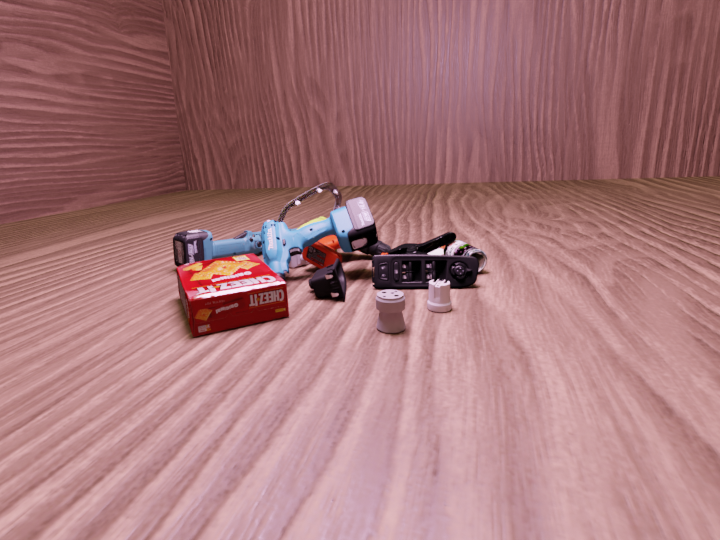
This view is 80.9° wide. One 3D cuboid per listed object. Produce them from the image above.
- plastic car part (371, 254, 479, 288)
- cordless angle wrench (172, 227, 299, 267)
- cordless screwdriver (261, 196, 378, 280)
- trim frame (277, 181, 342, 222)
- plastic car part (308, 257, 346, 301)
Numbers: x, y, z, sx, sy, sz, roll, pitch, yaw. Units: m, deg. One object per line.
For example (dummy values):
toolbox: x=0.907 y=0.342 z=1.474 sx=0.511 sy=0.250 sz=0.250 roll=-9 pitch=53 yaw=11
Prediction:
plastic car part: x=0.126 y=0.005 z=0.836 sx=0.207 sy=0.067 sz=0.065 roll=-1 pitch=-11 yaw=12
cordless angle wrench: x=-0.292 y=-0.076 z=1.153 sx=0.078 sy=0.097 sz=0.406 roll=11 pitch=18 yaw=44
cordless screwdriver: x=-0.088 y=-0.057 z=0.898 sx=0.250 sy=0.165 sz=0.071 roll=-14 pitch=-32 yaw=5
trim frame: x=-0.142 y=-0.147 z=1.178 sx=0.244 sy=0.178 sz=0.029 roll=-36 pitch=60 yaw=-28
plastic car part: x=-0.067 y=0.020 z=0.828 sx=0.071 sy=0.065 sz=0.118 roll=-17 pitch=12 yaw=3
